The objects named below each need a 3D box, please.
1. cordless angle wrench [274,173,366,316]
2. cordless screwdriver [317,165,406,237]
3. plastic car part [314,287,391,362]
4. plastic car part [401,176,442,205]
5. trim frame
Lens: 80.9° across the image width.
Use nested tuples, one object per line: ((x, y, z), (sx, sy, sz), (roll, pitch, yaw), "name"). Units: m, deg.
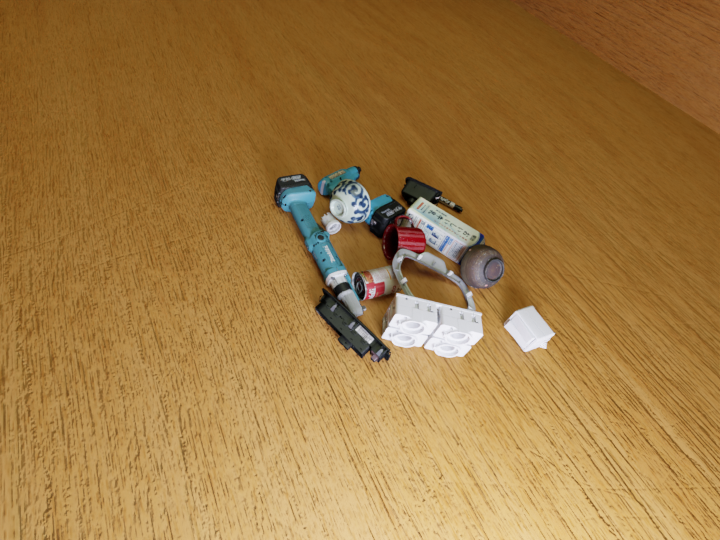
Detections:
((-0.102, -0.067, 1.041), (0.095, 0.073, 0.442), (-14, 57, -25), "cordless angle wrench")
((0.017, -0.208, 1.185), (0.260, 0.073, 0.156), (39, 52, 24), "cordless screwdriver")
((-0.026, 0.124, 0.905), (0.067, 0.064, 0.211), (-40, 67, -9), "plastic car part")
((0.169, -0.217, 1.240), (0.120, 0.064, 0.071), (28, 64, 14), "plastic car part")
((0.178, 0.036, 0.998), (0.242, 0.028, 0.188), (25, 42, -15), "trim frame")
